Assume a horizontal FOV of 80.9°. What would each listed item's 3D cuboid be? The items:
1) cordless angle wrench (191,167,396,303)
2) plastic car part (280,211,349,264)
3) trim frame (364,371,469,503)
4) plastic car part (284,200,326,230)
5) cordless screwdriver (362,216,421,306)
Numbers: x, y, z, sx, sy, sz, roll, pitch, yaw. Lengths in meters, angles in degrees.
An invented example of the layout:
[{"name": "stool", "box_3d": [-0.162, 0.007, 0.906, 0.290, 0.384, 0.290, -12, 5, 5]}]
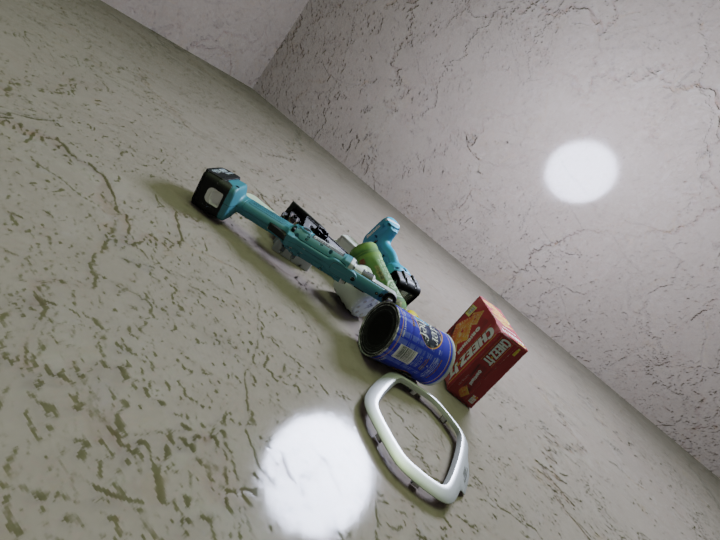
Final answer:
[{"name": "cordless angle wrench", "box_3d": [-0.116, -0.055, 0.797, 0.426, 0.074, 0.097, 32, 16, 3]}, {"name": "plastic car part", "box_3d": [-0.092, -0.060, 0.941, 0.195, 0.068, 0.068, 45, 26, -22]}, {"name": "trim frame", "box_3d": [0.088, 0.234, 0.620, 0.190, 0.027, 0.240, 41, 14, 15]}, {"name": "plastic car part", "box_3d": [-0.142, -0.111, 1.042, 0.114, 0.066, 0.072, 39, 1, -13]}, {"name": "cordless screwdriver", "box_3d": [0.053, -0.008, 1.077, 0.071, 0.161, 0.259, 25, 35, -33]}]
